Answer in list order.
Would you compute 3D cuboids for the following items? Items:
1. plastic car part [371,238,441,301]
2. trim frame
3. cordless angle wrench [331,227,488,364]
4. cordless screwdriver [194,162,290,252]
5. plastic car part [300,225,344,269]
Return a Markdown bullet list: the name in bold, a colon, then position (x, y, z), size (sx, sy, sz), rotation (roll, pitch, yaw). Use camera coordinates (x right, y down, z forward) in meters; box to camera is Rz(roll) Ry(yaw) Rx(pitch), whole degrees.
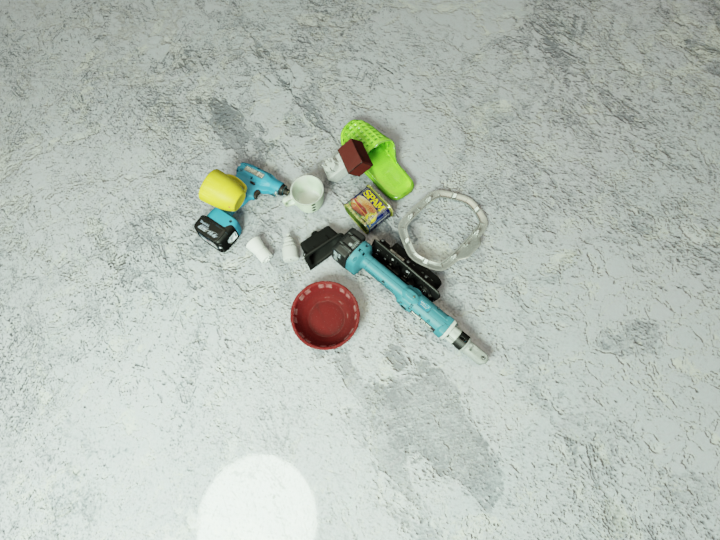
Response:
- **plastic car part**: position (0.115, -0.005, 1.022), size (0.065, 0.065, 0.210), rotation (-32, 67, -35)
- **trim frame**: position (0.206, -0.106, 1.043), size (0.190, 0.027, 0.245), rotation (42, 66, 15)
- **cordless angle wrench**: position (0.114, 0.066, 0.979), size (0.435, 0.096, 0.074), rotation (40, 74, 14)
- **cordless screwdriver**: position (-0.309, -0.162, 1.114), size (0.164, 0.072, 0.249), rotation (26, 71, 13)
- **plastic car part**: position (-0.104, -0.068, 1.068), size (0.115, 0.063, 0.075), rotation (-38, 59, -12)
